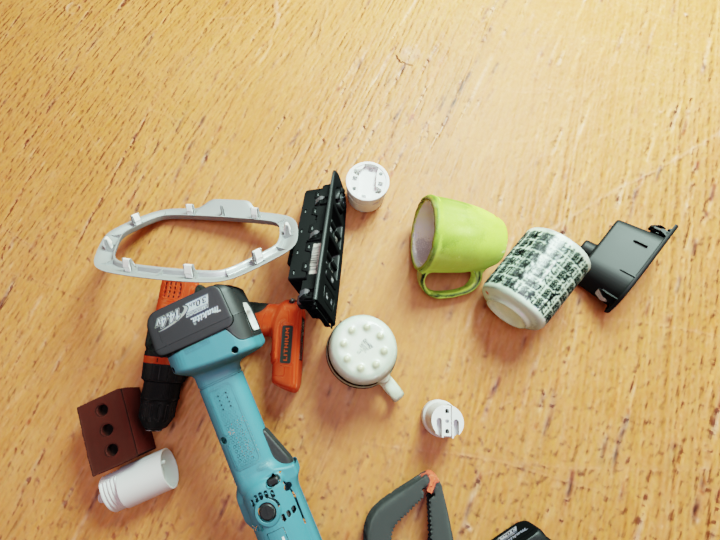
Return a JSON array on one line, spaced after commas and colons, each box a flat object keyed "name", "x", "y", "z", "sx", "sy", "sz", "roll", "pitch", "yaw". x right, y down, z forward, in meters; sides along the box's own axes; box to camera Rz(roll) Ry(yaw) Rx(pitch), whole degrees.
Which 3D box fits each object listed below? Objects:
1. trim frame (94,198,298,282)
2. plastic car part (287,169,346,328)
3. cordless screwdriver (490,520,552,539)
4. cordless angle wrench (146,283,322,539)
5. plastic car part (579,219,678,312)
[{"name": "trim frame", "x": -0.196, "y": -0.042, "z": 0.506, "sx": 0.255, "sy": 0.027, "sz": 0.185, "roll": 3, "pitch": 31, "yaw": 15}, {"name": "plastic car part", "x": -0.051, "y": -0.033, "z": 0.519, "sx": 0.069, "sy": 0.063, "sz": 0.207, "roll": -8, "pitch": 54, "yaw": 25}, {"name": "cordless screwdriver", "x": 0.151, "y": 0.296, "z": 0.324, "sx": 0.157, "sy": 0.245, "sz": 0.076, "roll": -29, "pitch": 78, "yaw": -13}, {"name": "cordless angle wrench", "x": -0.085, "y": 0.221, "z": 0.413, "sx": 0.098, "sy": 0.073, "sz": 0.429, "roll": -25, "pitch": 81, "yaw": -1}, {"name": "plastic car part", "x": 0.307, "y": -0.015, "z": 0.515, "sx": 0.116, "sy": 0.063, "sz": 0.074, "roll": -45, "pitch": 63, "yaw": -7}]
